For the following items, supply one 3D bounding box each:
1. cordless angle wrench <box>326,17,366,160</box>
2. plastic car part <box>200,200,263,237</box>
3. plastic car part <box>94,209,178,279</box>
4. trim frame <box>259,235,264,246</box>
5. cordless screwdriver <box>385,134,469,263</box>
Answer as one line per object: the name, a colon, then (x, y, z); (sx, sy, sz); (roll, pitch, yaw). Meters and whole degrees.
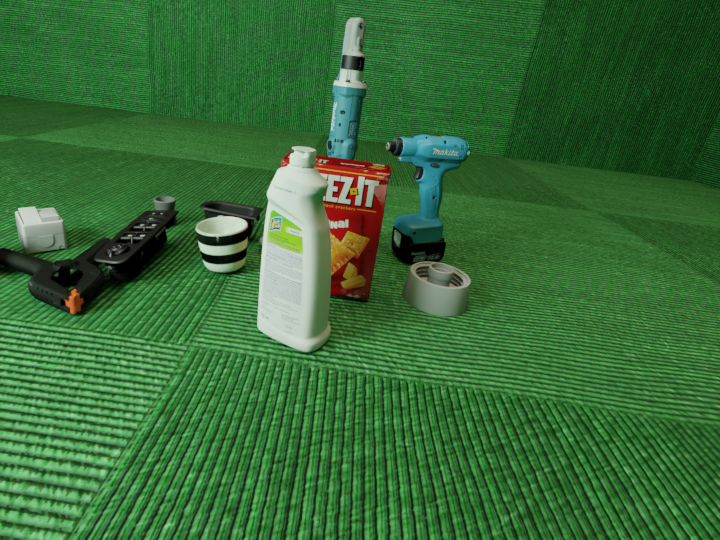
cordless angle wrench: (-0.035, -0.228, 0.777); (0.071, 0.415, 0.104); (-6, 27, -32)
plastic car part: (-0.260, -0.096, 0.847); (0.117, 0.069, 0.067); (8, 24, 1)
plastic car part: (-0.374, -0.044, 0.712); (0.066, 0.066, 0.207); (6, 25, -3)
trim frame: (-0.083, -0.055, 0.854); (0.239, 0.027, 0.195); (-18, 34, -42)
cordless screwdriver: (0.108, -0.138, 0.823); (0.155, 0.244, 0.078); (0, 24, -19)
